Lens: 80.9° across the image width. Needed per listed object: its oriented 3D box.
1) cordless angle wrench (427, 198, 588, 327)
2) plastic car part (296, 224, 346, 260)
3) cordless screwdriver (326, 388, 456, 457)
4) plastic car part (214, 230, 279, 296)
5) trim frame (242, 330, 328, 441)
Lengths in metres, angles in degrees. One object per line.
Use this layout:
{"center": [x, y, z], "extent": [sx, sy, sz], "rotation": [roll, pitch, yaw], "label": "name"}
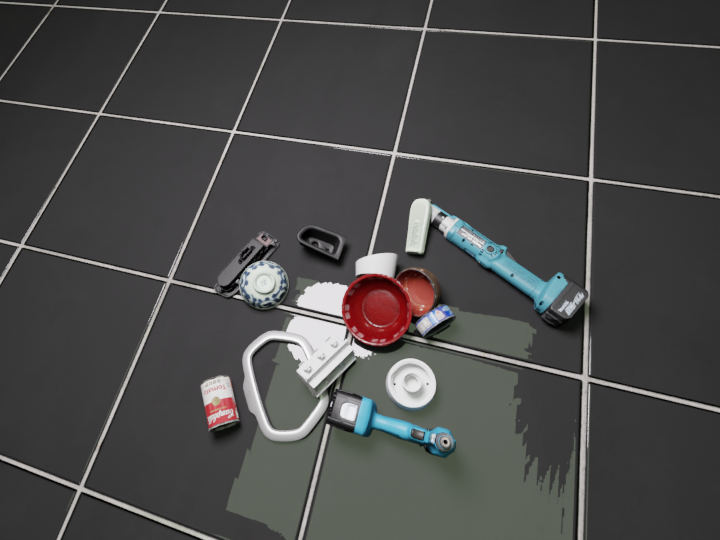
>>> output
{"center": [0.304, -0.040, 0.996], "extent": [0.442, 0.071, 0.097], "rotation": [40, 77, 24], "label": "cordless angle wrench"}
{"center": [-0.104, -0.068, 1.068], "extent": [0.116, 0.070, 0.066], "rotation": [22, 70, -1], "label": "plastic car part"}
{"center": [0.059, 0.305, 0.831], "extent": [0.256, 0.153, 0.075], "rotation": [13, 69, 15], "label": "cordless screwdriver"}
{"center": [-0.297, -0.019, 1.083], "extent": [0.068, 0.065, 0.202], "rotation": [35, 78, 11], "label": "plastic car part"}
{"center": [-0.177, 0.255, 0.960], "extent": [0.183, 0.027, 0.257], "rotation": [-23, 67, -3], "label": "trim frame"}
